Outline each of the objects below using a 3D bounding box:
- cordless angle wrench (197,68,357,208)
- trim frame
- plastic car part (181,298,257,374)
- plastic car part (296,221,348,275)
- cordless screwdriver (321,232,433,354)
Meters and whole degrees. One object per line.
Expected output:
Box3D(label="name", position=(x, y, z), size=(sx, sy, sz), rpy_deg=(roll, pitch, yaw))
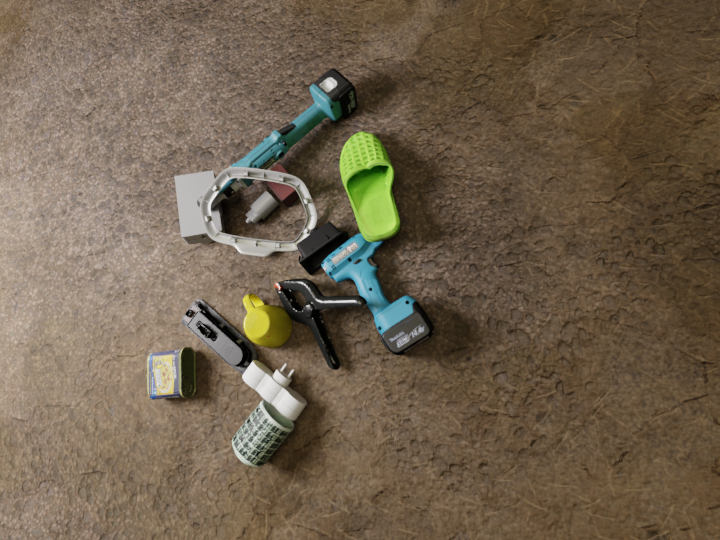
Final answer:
Box3D(label="cordless angle wrench", position=(-0.190, -0.274, 0.935), size=(0.422, 0.095, 0.077), rpy_deg=(-41, 74, -4))
Box3D(label="trim frame", position=(-0.216, -0.122, 0.900), size=(0.245, 0.028, 0.182), rpy_deg=(8, 103, -9))
Box3D(label="plastic car part", position=(-0.302, 0.138, 0.893), size=(0.209, 0.065, 0.066), rpy_deg=(35, 79, 16))
Box3D(label="plastic car part", position=(-0.088, -0.057, 0.895), size=(0.116, 0.063, 0.074), rpy_deg=(-40, 59, -3))
Box3D(label="cordless screwdriver", position=(0.051, 0.030, 0.830), size=(0.159, 0.071, 0.259), rpy_deg=(-38, 67, 1))
